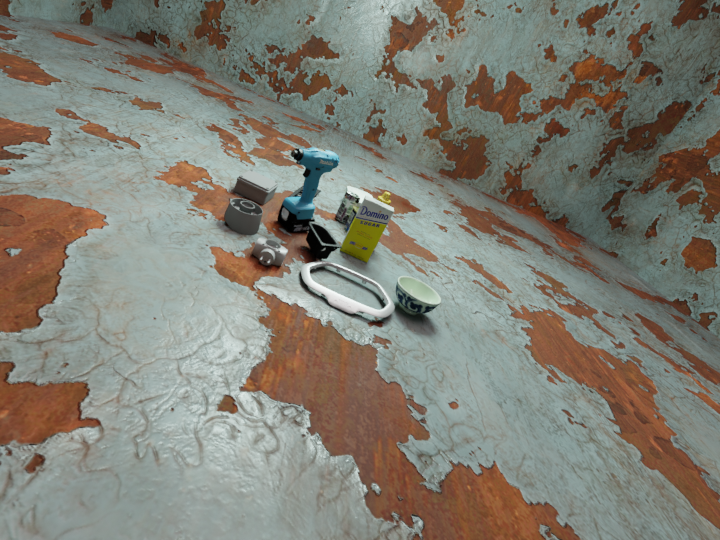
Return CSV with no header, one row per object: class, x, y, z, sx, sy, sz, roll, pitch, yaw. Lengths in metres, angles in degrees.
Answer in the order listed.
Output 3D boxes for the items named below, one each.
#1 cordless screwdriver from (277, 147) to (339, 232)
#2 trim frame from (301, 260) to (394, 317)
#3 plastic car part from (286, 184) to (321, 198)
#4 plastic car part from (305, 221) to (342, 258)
cordless screwdriver,-0.167,-0.229,1.196,0.152,0.247,0.078,-3,38,-48
trim frame,-0.032,0.043,1.037,0.249,0.027,0.185,24,24,-1
plastic car part,-0.196,-0.228,1.385,0.067,0.066,0.202,26,24,1
plastic car part,-0.112,-0.073,1.146,0.063,0.070,0.123,7,30,-36
